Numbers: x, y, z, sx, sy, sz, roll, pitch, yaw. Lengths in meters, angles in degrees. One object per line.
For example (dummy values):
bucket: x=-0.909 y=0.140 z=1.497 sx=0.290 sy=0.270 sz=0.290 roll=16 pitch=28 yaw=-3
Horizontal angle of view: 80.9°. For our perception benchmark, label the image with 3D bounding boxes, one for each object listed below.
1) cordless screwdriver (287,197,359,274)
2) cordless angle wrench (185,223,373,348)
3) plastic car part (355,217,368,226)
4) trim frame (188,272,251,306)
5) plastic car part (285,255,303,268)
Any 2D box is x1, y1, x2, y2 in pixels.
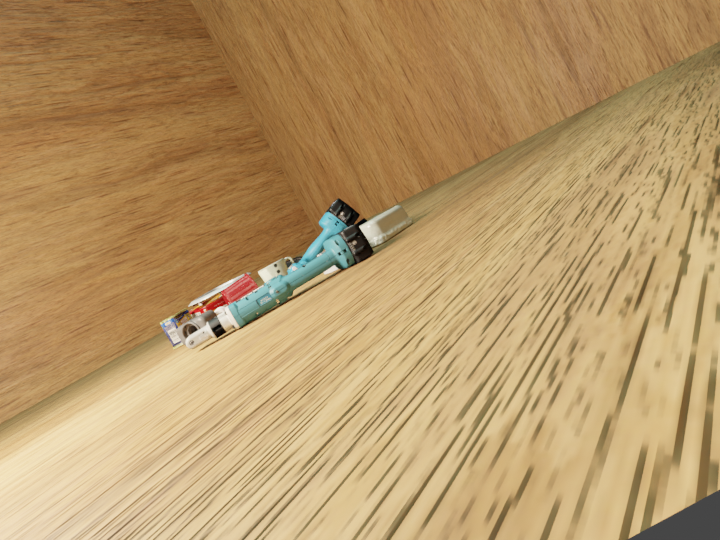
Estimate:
cordless screwdriver: x=-0.111 y=-0.073 z=1.139 sx=0.248 sy=0.073 sz=0.162 roll=-54 pitch=11 yaw=-8
cordless angle wrench: x=-0.172 y=0.040 z=0.879 sx=0.419 sy=0.074 sz=0.099 roll=-32 pitch=6 yaw=-10
plastic car part: x=-0.011 y=-0.093 z=1.194 sx=0.068 sy=0.066 sz=0.201 roll=-32 pitch=6 yaw=20
trim frame: x=-0.419 y=0.058 z=1.271 sx=0.186 sy=0.027 sz=0.250 roll=-25 pitch=10 yaw=6
plastic car part: x=-0.218 y=0.004 z=1.354 sx=0.120 sy=0.064 sz=0.071 roll=-21 pitch=23 yaw=33
